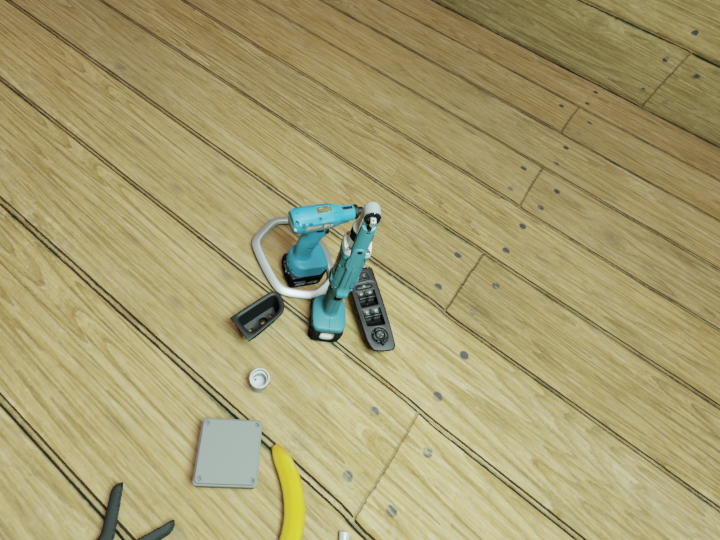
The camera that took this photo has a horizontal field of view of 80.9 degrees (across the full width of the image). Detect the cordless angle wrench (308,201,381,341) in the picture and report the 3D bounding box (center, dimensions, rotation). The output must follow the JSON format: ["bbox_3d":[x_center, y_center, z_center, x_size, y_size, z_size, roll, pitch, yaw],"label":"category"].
[{"bbox_3d":[-0.032,0.013,0.801,0.073,0.418,0.101,8,56,-12],"label":"cordless angle wrench"}]

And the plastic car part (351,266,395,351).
[{"bbox_3d":[0.019,0.096,0.971,0.065,0.066,0.211,-8,58,-19],"label":"plastic car part"}]

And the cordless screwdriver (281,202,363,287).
[{"bbox_3d":[-0.092,-0.060,0.946,0.155,0.246,0.077,-10,61,-22],"label":"cordless screwdriver"}]

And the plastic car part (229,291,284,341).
[{"bbox_3d":[-0.215,0.105,0.913,0.114,0.070,0.068,-36,71,-31],"label":"plastic car part"}]

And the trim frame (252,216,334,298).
[{"bbox_3d":[-0.161,-0.035,1.048,0.179,0.027,0.259,-22,63,-24],"label":"trim frame"}]
